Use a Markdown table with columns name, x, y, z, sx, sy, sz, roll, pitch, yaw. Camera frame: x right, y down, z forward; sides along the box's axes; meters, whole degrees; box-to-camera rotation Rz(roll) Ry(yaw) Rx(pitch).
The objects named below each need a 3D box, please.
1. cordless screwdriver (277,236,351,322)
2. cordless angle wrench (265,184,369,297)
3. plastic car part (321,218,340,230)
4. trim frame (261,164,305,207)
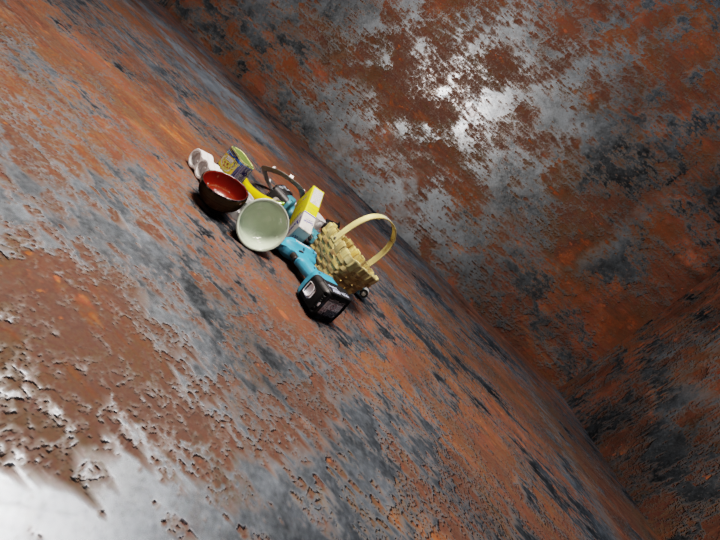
| name | x | y | z | sx | sy | sz | roll | pitch | yaw |
| --- | --- | --- | --- | --- | --- | --- | --- | --- | --- |
| cordless screwdriver | -0.133 | 0.001 | 0.987 | 0.150 | 0.074 | 0.262 | 31 | 15 | -43 |
| cordless angle wrench | -0.124 | -0.081 | 1.266 | 0.426 | 0.075 | 0.097 | 47 | 14 | 3 |
| plastic car part | -0.116 | -0.161 | 1.555 | 0.070 | 0.066 | 0.119 | 27 | 14 | -11 |
| trim frame | -0.237 | -0.263 | 1.361 | 0.188 | 0.027 | 0.244 | 33 | -15 | 7 |
